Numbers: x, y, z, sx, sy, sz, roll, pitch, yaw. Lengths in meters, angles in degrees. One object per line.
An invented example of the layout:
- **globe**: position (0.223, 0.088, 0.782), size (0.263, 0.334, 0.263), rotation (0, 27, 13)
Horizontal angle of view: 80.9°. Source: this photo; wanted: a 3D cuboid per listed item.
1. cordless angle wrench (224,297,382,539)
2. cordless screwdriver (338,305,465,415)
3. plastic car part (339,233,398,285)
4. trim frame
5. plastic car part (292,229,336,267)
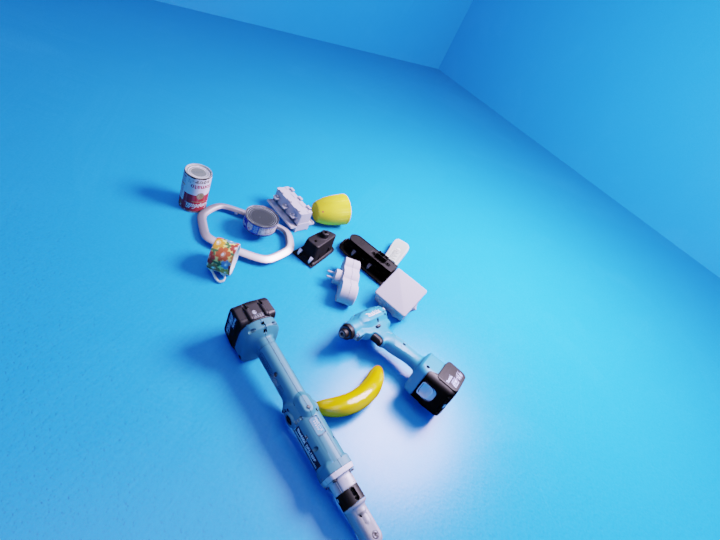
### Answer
- **cordless angle wrench**: position (-0.098, 0.234, 0.696), size (0.071, 0.097, 0.442), rotation (-15, 55, -38)
- **cordless screwdriver**: position (0.075, 0.174, 0.850), size (0.260, 0.074, 0.153), rotation (40, 26, 23)
- **plastic car part**: position (0.030, -0.027, 1.099), size (0.211, 0.066, 0.065), rotation (37, 45, 20)
- **trim frame**: position (-0.281, -0.095, 1.040), size (0.247, 0.027, 0.187), rotation (19, 39, -4)
- **plastic car part**: position (-0.104, -0.068, 1.066), size (0.068, 0.070, 0.114), rotation (38, 42, 13)
